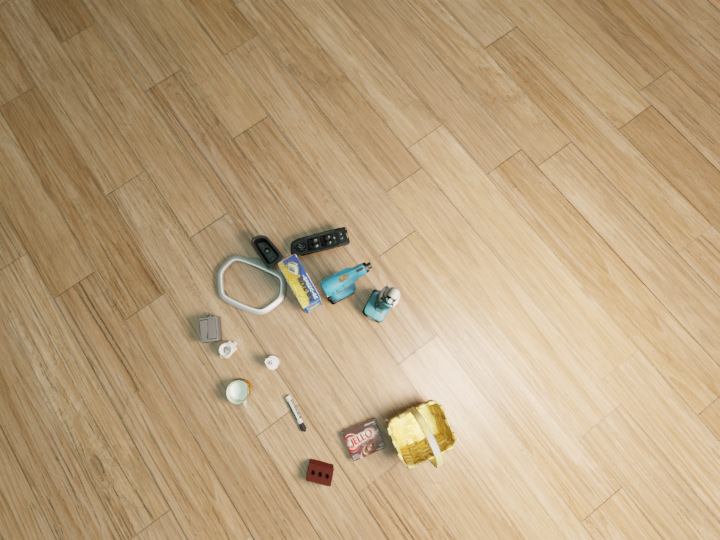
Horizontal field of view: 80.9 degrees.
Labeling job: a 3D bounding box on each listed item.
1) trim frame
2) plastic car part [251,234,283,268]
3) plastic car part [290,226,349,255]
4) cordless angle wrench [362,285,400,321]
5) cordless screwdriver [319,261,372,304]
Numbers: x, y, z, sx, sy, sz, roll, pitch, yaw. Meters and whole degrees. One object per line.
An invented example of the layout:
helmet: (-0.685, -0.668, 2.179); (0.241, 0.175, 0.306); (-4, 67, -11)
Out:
trim frame: (-0.373, 0.046, 1.443); (0.252, 0.027, 0.185); (21, 79, 6)
plastic car part: (-0.319, -0.066, 1.445); (0.066, 0.070, 0.119); (-37, 80, -8)
plastic car part: (-0.142, -0.093, 1.448); (0.202, 0.066, 0.067); (-13, 79, -2)
cordless angle wrench: (0.069, 0.088, 1.221); (0.075, 0.418, 0.098); (29, 80, 2)
cordless screwdriver: (-0.045, 0.036, 1.324); (0.158, 0.246, 0.075); (-27, 83, -7)
